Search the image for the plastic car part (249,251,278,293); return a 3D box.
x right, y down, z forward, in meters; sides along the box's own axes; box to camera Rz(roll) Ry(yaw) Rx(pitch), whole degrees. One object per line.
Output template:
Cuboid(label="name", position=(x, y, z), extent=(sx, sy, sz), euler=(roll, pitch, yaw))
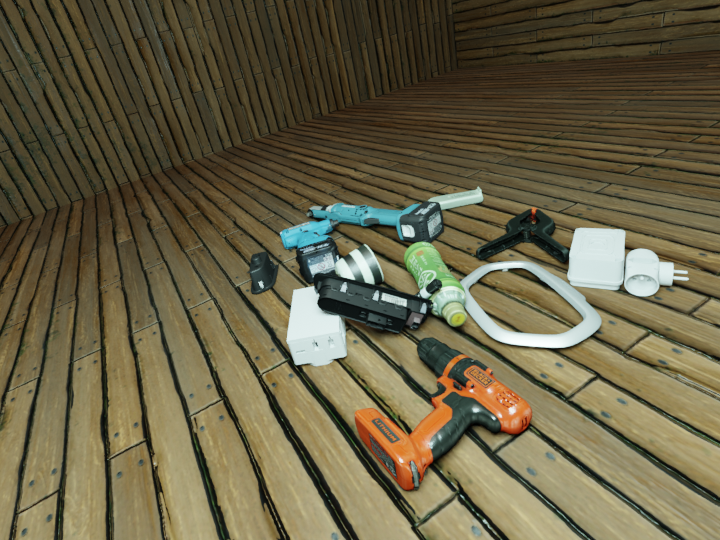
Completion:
Cuboid(label="plastic car part", position=(-0.235, -0.005, 0.993), extent=(0.066, 0.068, 0.120), euler=(-15, 26, 2))

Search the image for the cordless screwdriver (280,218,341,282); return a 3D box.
Cuboid(label="cordless screwdriver", position=(-0.101, -0.066, 1.035), extent=(0.157, 0.072, 0.260), euler=(-20, 26, -10))

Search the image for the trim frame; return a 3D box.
Cuboid(label="trim frame", position=(0.272, 0.050, 0.711), extent=(0.184, 0.026, 0.258), euler=(-18, 28, -3))

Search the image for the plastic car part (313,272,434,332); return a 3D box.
Cuboid(label="plastic car part", position=(0.012, 0.061, 0.706), extent=(0.205, 0.065, 0.068), euler=(19, 53, 4))

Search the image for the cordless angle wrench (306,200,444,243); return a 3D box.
Cuboid(label="cordless angle wrench", position=(0.012, -0.144, 1.119), extent=(0.446, 0.072, 0.096), euler=(13, 38, 43))
